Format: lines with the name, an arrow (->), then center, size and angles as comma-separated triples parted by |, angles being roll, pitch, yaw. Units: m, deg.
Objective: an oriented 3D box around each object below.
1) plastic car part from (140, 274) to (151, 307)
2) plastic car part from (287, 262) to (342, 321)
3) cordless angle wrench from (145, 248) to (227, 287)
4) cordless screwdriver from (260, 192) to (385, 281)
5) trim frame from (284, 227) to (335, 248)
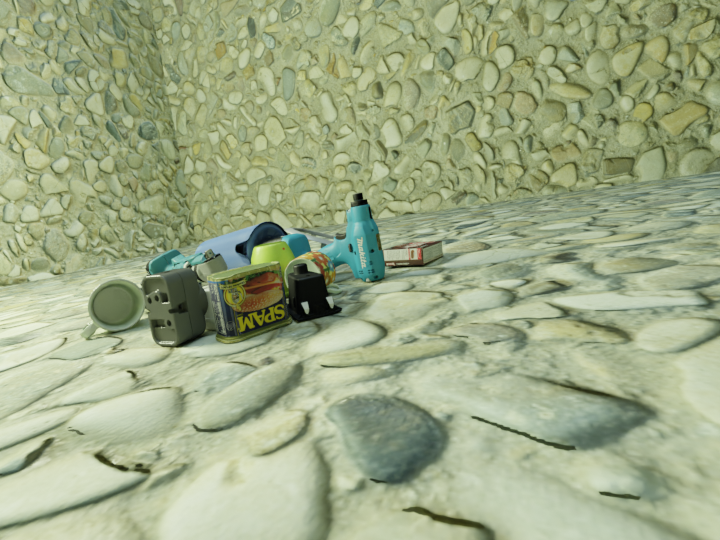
plastic car part -> -0.390, 0.050, 0.808 | 0.065, 0.065, 0.213 | -27, 18, -37
plastic car part -> -0.082, 0.026, 0.621 | 0.064, 0.070, 0.121 | -11, 11, -21
cordless angle wrench -> -0.318, 0.003, 0.777 | 0.073, 0.096, 0.440 | -34, 16, -30
cordless screwdriver -> -0.079, -0.052, 0.812 | 0.259, 0.158, 0.072 | -7, 6, 30
trim frame -> -0.056, -0.060, 0.965 | 0.241, 0.027, 0.191 | 15, 7, -19
